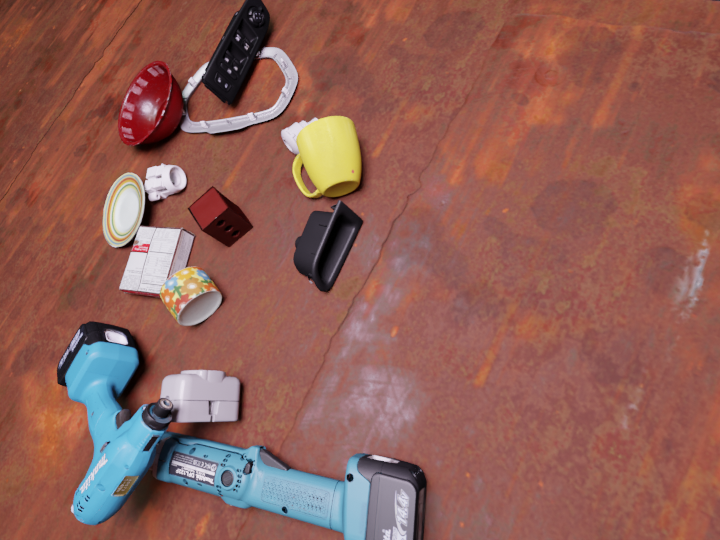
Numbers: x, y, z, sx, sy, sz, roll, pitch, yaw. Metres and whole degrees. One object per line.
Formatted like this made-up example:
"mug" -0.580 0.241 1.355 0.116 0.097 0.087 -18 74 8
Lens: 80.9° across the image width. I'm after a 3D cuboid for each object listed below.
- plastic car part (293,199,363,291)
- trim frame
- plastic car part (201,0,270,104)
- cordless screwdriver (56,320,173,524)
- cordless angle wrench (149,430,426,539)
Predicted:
"plastic car part" -0.057 -0.038 0.587 0.075 0.062 0.116 21 81 38
"trim frame" -0.230 -0.326 0.766 0.255 0.026 0.187 -2 71 17
"plastic car part" -0.222 -0.393 0.750 0.071 0.062 0.203 13 75 47
"cordless screwdriver" -0.313 0.156 0.539 0.159 0.070 0.263 -54 46 7
"cordless angle wrench" -0.143 0.243 0.505 0.438 0.071 0.099 2 72 22
